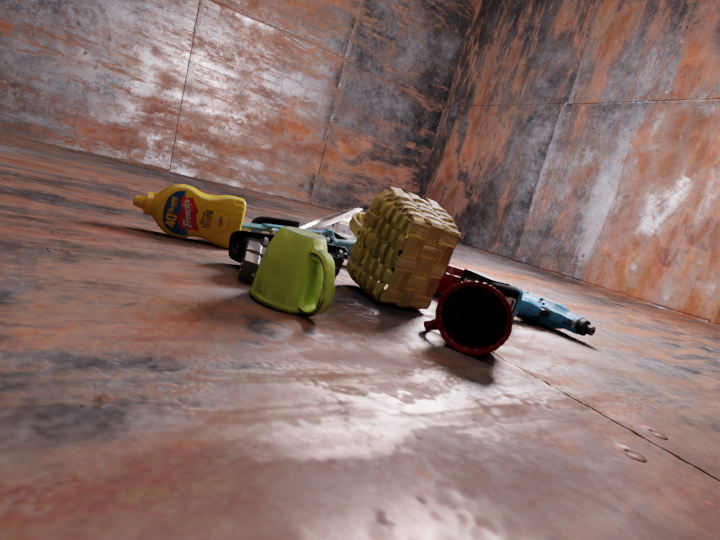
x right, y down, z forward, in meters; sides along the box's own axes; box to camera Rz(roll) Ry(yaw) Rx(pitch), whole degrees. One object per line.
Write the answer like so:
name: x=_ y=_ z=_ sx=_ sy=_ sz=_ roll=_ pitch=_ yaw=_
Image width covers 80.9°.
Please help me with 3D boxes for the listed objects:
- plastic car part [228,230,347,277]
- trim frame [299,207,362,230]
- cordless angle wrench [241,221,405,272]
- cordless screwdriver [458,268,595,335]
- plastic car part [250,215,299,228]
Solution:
plastic car part: x=-0.117 y=-0.014 z=0.689 sx=0.196 sy=0.066 sz=0.070 roll=12 pitch=35 yaw=-21
trim frame: x=-0.096 y=-0.122 z=1.106 sx=0.191 sy=0.027 sz=0.242 roll=-12 pitch=12 yaw=35
cordless angle wrench: x=-0.088 y=-0.058 z=0.902 sx=0.408 sy=0.097 sz=0.077 roll=6 pitch=12 yaw=-22
cordless screwdriver: x=0.308 y=0.070 z=0.797 sx=0.237 sy=0.074 sz=0.168 roll=14 pitch=9 yaw=-32
plastic car part: x=-0.207 y=-0.089 z=0.975 sx=0.113 sy=0.066 sz=0.073 roll=9 pitch=-4 yaw=-18
